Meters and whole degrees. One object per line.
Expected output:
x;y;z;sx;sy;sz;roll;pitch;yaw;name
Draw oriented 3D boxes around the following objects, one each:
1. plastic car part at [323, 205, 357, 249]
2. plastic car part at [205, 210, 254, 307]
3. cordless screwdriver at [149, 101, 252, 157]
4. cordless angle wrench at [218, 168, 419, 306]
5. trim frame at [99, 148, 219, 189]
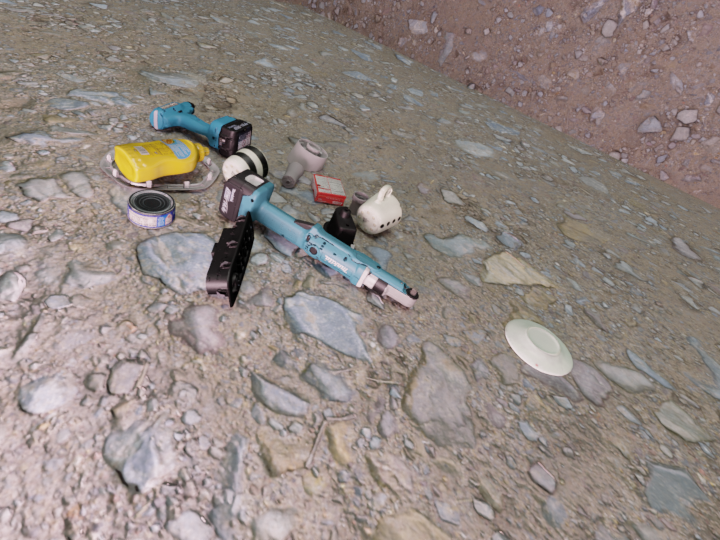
-0.039;-0.095;0.894;0.064;0.070;0.121;8;41;-19;plastic car part
-0.226;-0.024;0.732;0.066;0.065;0.210;2;39;-9;plastic car part
-0.399;-0.382;1.103;0.253;0.073;0.159;21;37;8;cordless screwdriver
-0.080;-0.052;0.817;0.432;0.097;0.073;32;37;10;cordless angle wrench
-0.435;-0.231;0.932;0.240;0.027;0.194;-6;42;-27;trim frame
